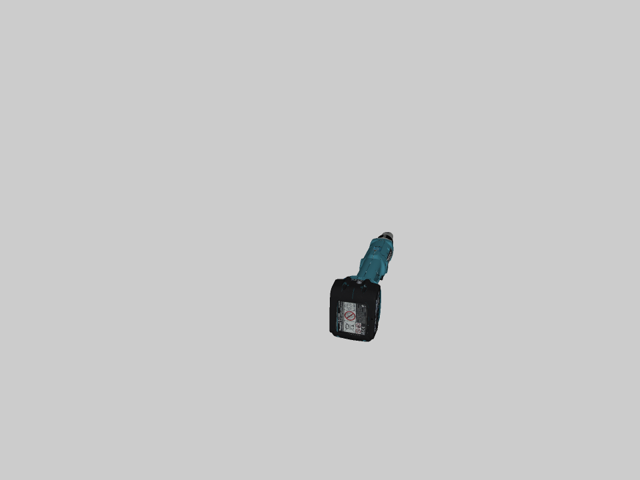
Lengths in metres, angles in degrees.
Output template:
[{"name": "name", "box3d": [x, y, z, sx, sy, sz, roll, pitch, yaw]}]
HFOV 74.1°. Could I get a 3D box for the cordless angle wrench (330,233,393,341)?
[{"name": "cordless angle wrench", "box3d": [0.107, 0.054, 0.848, 0.074, 0.098, 0.421, 6, 20, 15]}]
